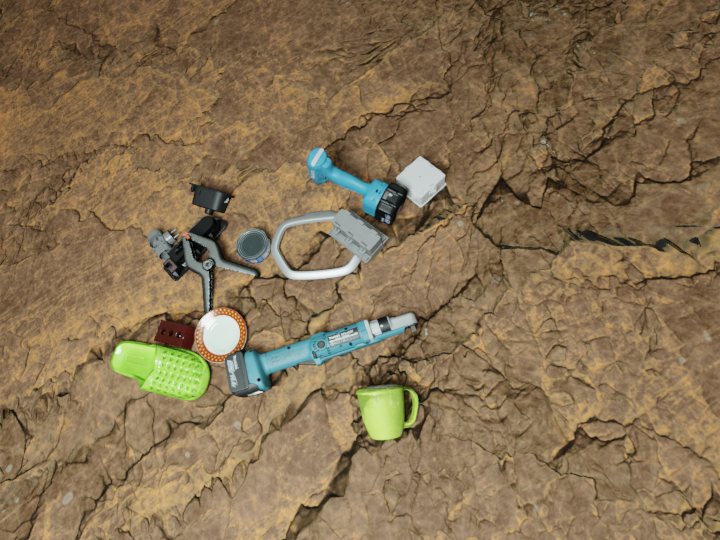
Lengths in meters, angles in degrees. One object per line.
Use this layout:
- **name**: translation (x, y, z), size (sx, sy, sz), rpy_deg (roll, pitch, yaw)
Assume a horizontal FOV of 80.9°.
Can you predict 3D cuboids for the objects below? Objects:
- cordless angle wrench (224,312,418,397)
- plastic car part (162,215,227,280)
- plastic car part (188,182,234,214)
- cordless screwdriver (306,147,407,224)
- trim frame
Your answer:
- **cordless angle wrench**: translation (-0.082, 0.168, 0.922), size (0.425, 0.071, 0.101), rpy_deg (-19, 67, 3)
- **plastic car part**: translation (-0.441, -0.072, 1.107), size (0.070, 0.064, 0.202), rpy_deg (39, 79, 29)
- **plastic car part**: translation (-0.410, -0.188, 1.148), size (0.120, 0.064, 0.071), rpy_deg (20, 90, 15)
- **cordless screwdriver**: translation (-0.017, -0.199, 1.027), size (0.252, 0.157, 0.074), rpy_deg (30, 81, 5)
- **trim frame**: translation (-0.102, -0.066, 1.039), size (0.253, 0.026, 0.188), rpy_deg (-7, 69, 13)
